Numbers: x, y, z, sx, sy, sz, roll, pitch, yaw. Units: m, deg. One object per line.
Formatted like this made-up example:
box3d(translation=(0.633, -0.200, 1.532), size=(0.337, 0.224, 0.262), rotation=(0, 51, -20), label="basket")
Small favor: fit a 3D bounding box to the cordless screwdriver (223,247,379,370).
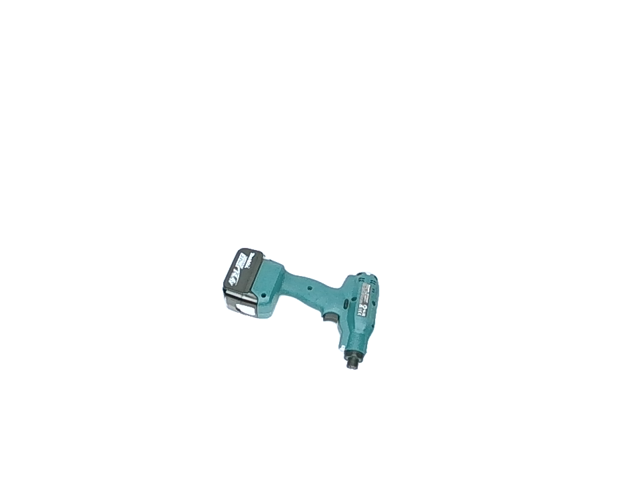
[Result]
box3d(translation=(-0.032, 0.108, 0.686), size=(0.249, 0.158, 0.074), rotation=(13, -33, 1), label="cordless screwdriver")
